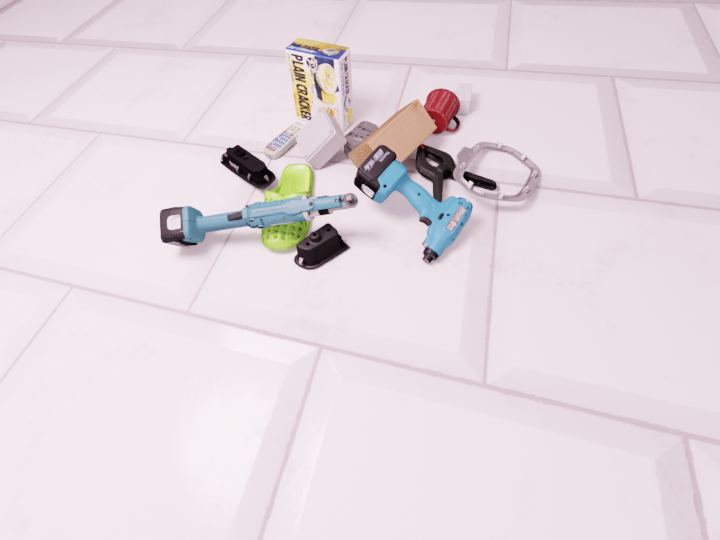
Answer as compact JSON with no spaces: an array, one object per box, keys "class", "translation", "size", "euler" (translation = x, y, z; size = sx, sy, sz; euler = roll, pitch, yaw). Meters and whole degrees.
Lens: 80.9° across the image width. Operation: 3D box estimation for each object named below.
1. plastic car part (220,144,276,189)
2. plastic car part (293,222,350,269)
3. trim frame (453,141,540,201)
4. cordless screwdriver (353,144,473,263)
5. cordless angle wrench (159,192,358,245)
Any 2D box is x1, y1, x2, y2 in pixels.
[{"class":"plastic car part","translation":[-0.287,-0.273,1.073],"size":[0.065,0.065,0.214],"euler":[-34,54,-25]},{"class":"plastic car part","translation":[-0.087,-0.057,0.889],"size":[0.114,0.068,0.069],"euler":[-33,57,-22]},{"class":"trim frame","translation":[0.314,-0.235,0.977],"size":[0.191,0.027,0.246],"euler":[28,52,19]},{"class":"cordless screwdriver","translation":[0.096,-0.139,0.889],"size":[0.251,0.074,0.159],"euler":[35,75,5]},{"class":"cordless angle wrench","translation":[-0.214,-0.116,0.885],"size":[0.431,0.095,0.075],"euler":[-7,84,13]}]
